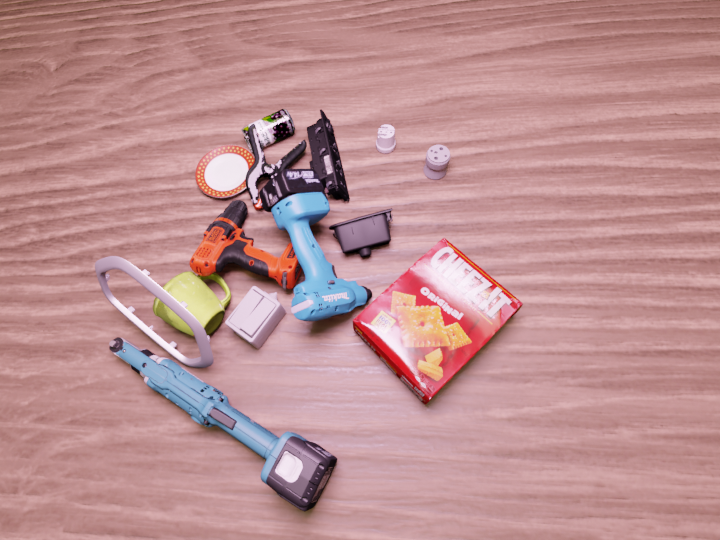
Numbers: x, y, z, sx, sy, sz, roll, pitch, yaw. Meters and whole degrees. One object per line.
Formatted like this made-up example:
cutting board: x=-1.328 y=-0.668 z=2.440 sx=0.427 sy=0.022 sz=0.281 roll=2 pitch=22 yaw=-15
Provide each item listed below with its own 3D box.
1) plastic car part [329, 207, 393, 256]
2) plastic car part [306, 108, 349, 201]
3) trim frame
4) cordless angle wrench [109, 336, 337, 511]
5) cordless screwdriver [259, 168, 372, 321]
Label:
plastic car part: x=0.008 y=-0.062 z=0.766 sx=0.117 sy=0.065 sz=0.072 roll=-18 pitch=81 yaw=2
plastic car part: x=-0.070 y=-0.229 z=0.850 sx=0.069 sy=0.063 sz=0.208 roll=-20 pitch=64 yaw=24
trim frame: x=-0.332 y=0.069 z=0.681 sx=0.249 sy=0.185 sz=0.027 roll=39 pitch=46 yaw=0
cordless angle wrench: x=-0.239 y=0.211 z=0.662 sx=0.440 sy=0.094 sz=0.074 roll=24 pitch=71 yaw=20
cordless screwdriver: x=-0.069 y=-0.045 z=0.709 sx=0.076 sy=0.152 sz=0.254 roll=-31 pitch=72 yaw=42
